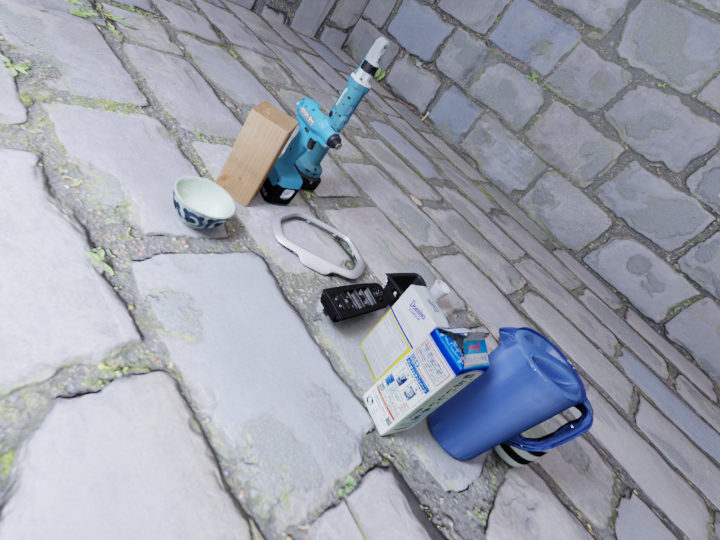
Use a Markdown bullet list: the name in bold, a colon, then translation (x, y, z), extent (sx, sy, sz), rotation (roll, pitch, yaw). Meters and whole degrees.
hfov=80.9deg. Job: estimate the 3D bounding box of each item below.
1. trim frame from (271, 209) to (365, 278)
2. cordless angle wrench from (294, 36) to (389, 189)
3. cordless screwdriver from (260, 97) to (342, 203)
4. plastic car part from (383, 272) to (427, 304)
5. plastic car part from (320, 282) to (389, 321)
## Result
- **trim frame**: translation (-0.096, -0.063, 0.982), extent (0.242, 0.027, 0.189), rotation (27, 32, -14)
- **cordless angle wrench**: translation (-0.058, -0.393, 1.084), extent (0.070, 0.424, 0.103), rotation (7, 43, -42)
- **cordless screwdriver**: translation (-0.142, -0.255, 0.982), extent (0.071, 0.250, 0.166), rotation (1, 47, -47)
- **plastic car part**: translation (0.096, 0.048, 0.978), extent (0.111, 0.071, 0.069), rotation (1, 47, -45)
- **plastic car part**: translation (-0.011, 0.068, 0.847), extent (0.194, 0.067, 0.069), rotation (-10, 55, -51)
